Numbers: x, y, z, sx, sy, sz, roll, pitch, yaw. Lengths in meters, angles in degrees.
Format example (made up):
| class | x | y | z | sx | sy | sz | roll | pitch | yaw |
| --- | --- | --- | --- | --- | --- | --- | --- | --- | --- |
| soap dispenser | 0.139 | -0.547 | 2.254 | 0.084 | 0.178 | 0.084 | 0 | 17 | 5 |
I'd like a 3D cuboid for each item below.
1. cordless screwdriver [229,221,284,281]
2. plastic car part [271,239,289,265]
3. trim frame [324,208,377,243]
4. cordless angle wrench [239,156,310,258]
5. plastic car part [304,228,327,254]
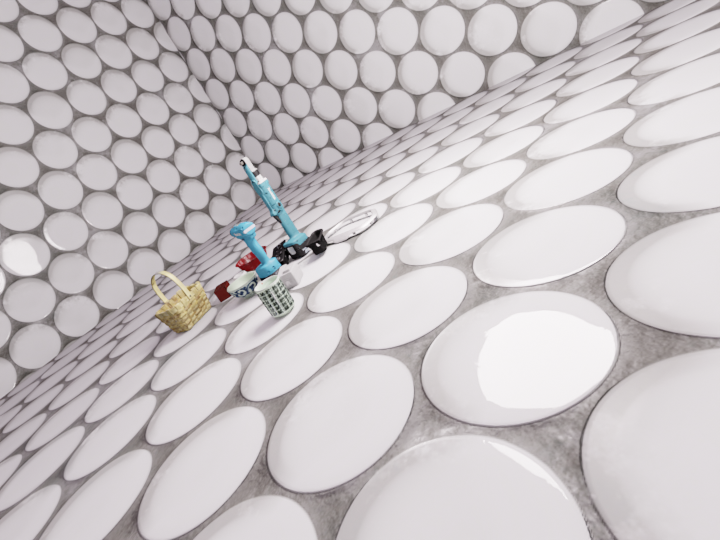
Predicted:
| class | x | y | z | sx | sy | sz | roll | pitch | yaw |
| --- | --- | --- | --- | --- | --- | --- | --- | --- | --- |
| cordless screwdriver | -0.363 | -0.057 | 1.476 | 0.073 | 0.242 | 0.166 | -41 | 19 | -29 |
| plastic car part | -0.306 | -0.050 | 1.628 | 0.067 | 0.065 | 0.208 | -30 | 20 | 6 |
| trim frame | -0.039 | -0.160 | 1.555 | 0.257 | 0.027 | 0.183 | -16 | 26 | 36 |
| cordless angle wrench | -0.320 | -0.237 | 1.582 | 0.077 | 0.411 | 0.097 | -17 | 21 | 42 |
| plastic car part | -0.147 | -0.096 | 1.504 | 0.067 | 0.069 | 0.117 | -25 | 21 | 21 |
